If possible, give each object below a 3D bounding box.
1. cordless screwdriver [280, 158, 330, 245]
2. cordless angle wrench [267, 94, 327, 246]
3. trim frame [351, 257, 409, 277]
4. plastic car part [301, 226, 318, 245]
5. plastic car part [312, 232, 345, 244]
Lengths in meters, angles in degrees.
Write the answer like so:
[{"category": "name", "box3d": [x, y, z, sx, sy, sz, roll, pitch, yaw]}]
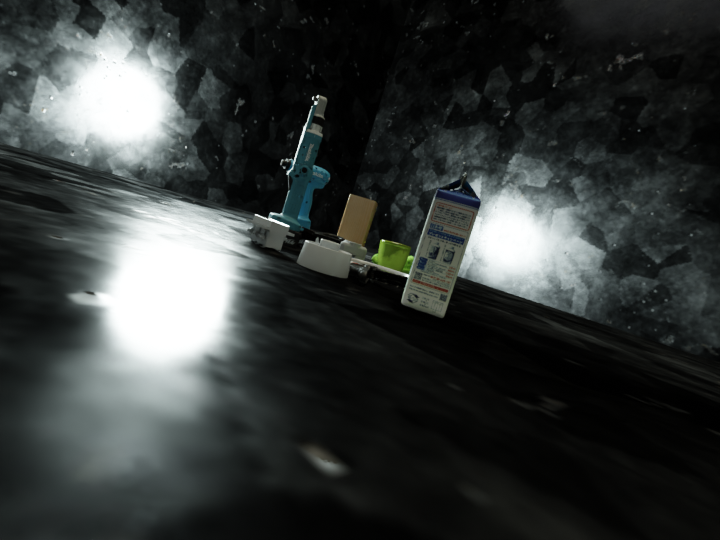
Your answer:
[{"category": "cordless screwdriver", "box3d": [-0.196, -0.205, 1.273, 0.151, 0.248, 0.078, 15, 4, -33]}, {"category": "cordless angle wrench", "box3d": [-0.165, -0.278, 1.179, 0.095, 0.422, 0.077, 16, 3, -21]}, {"category": "trim frame", "box3d": [0.029, -0.002, 1.065, 0.261, 0.027, 0.175, 20, 6, 29]}, {"category": "plastic car part", "box3d": [-0.113, -0.074, 1.154, 0.068, 0.067, 0.199, 18, 5, 9]}, {"category": "plastic car part", "box3d": [-0.078, -0.053, 1.014, 0.067, 0.071, 0.115, 18, 4, 7]}]
